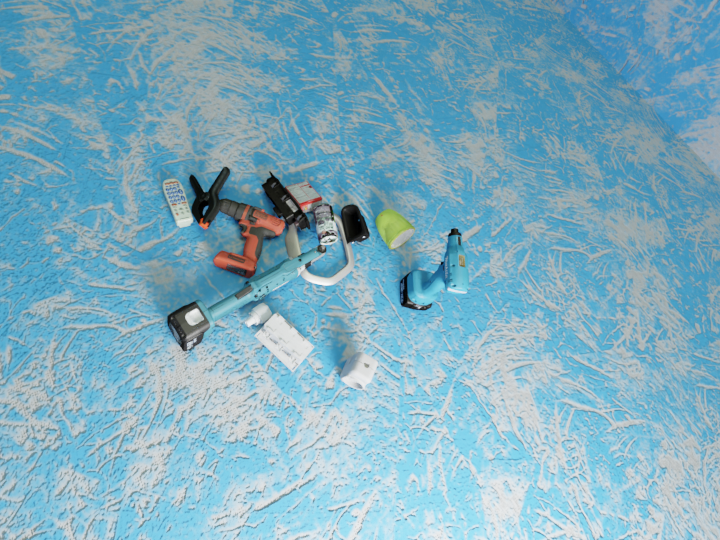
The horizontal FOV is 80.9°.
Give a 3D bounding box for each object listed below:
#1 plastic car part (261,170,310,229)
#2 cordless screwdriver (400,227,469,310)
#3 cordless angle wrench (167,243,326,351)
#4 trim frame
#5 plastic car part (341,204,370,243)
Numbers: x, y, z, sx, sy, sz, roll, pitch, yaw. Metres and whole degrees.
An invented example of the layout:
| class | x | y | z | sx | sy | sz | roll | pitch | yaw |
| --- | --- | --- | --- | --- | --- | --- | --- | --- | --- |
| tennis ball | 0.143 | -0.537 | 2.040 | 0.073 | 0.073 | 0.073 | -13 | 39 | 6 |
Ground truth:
| class | x | y | z | sx | sy | sz | roll | pitch | yaw |
| --- | --- | --- | --- | --- | --- | --- | --- | --- | --- |
| plastic car part | -0.210 | -0.184 | 1.150 | 0.067 | 0.063 | 0.212 | -33 | 64 | -2 |
| cordless screwdriver | 0.188 | 0.006 | 1.079 | 0.072 | 0.250 | 0.162 | 12 | 66 | -18 |
| cordless angle wrench | -0.245 | 0.040 | 1.006 | 0.413 | 0.098 | 0.076 | -33 | 80 | -31 |
| trim frame | -0.113 | -0.074 | 1.155 | 0.178 | 0.027 | 0.256 | -6 | 67 | -23 |
| plastic car part | -0.007 | -0.128 | 1.197 | 0.067 | 0.067 | 0.121 | 32 | 38 | -50 |
